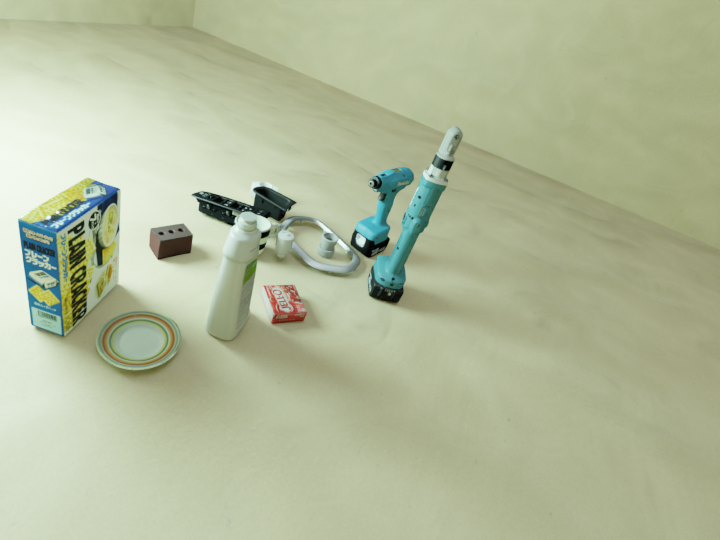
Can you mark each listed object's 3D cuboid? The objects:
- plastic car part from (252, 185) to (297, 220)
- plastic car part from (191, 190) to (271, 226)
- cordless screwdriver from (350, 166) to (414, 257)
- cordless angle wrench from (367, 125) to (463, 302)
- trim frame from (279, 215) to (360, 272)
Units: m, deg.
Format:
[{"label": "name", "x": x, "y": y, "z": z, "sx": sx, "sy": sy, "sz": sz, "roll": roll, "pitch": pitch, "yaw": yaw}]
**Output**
[{"label": "plastic car part", "x": -0.245, "y": -0.178, "z": 1.161, "sx": 0.119, "sy": 0.070, "sz": 0.065, "roll": 28, "pitch": 34, "yaw": 12}, {"label": "plastic car part", "x": -0.336, "y": -0.153, "z": 1.086, "sx": 0.205, "sy": 0.066, "sz": 0.066, "roll": 23, "pitch": 33, "yaw": 5}, {"label": "cordless screwdriver", "x": 0.041, "y": -0.150, "z": 1.102, "sx": 0.078, "sy": 0.246, "sz": 0.154, "roll": 40, "pitch": 37, "yaw": 25}, {"label": "cordless angle wrench", "x": 0.120, "y": -0.111, "z": 0.928, "sx": 0.073, "sy": 0.418, "sz": 0.101, "roll": 16, "pitch": 33, "yaw": -11}, {"label": "trim frame", "x": -0.109, "y": -0.071, "z": 1.113, "sx": 0.177, "sy": 0.027, "sz": 0.261, "roll": -18, "pitch": 48, "yaw": -42}]
